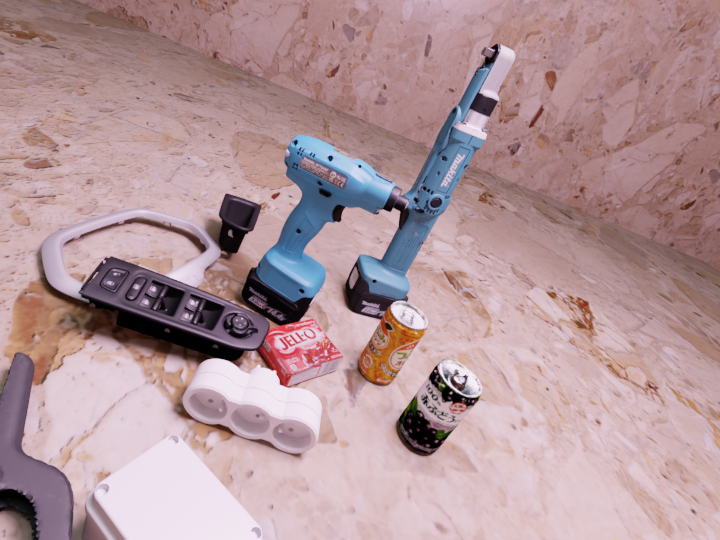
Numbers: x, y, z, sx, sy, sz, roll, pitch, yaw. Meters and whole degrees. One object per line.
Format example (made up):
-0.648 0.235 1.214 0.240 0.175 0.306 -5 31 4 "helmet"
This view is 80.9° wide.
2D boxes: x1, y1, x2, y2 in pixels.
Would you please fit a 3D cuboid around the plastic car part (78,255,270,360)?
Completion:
-0.205 0.055 0.480 0.199 0.066 0.068 19 28 -10 "plastic car part"

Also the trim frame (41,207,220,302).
-0.306 -0.025 0.587 0.188 0.027 0.245 28 28 9 "trim frame"

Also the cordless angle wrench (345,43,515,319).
0.100 -0.109 0.621 0.095 0.420 0.077 17 28 -18 "cordless angle wrench"

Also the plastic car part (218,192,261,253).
-0.207 -0.070 0.695 0.064 0.070 0.120 17 28 -16 "plastic car part"

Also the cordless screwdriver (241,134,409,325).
-0.055 -0.036 0.561 0.162 0.247 0.074 29 27 7 "cordless screwdriver"
